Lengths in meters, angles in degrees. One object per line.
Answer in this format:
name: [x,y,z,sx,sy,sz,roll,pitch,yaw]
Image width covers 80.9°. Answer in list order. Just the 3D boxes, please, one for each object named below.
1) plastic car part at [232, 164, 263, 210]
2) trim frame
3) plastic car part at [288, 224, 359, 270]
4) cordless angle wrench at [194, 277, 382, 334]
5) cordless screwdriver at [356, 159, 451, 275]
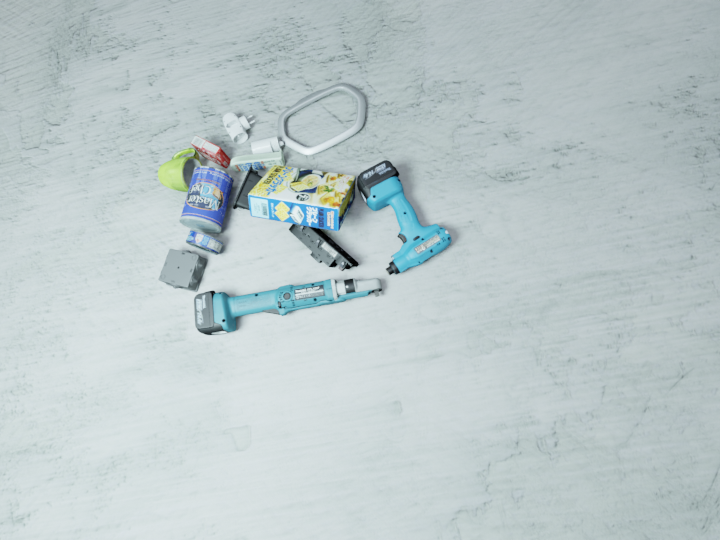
plastic car part: [-0.269,-0.196,1.072,0.071,0.066,0.117,19,80,-1]
trim frame: [-0.102,-0.403,1.119,0.249,0.026,0.190,-28,71,3]
plastic car part: [-0.098,-0.064,0.997,0.210,0.064,0.067,45,110,18]
cordless angle wrench: [-0.163,0.066,0.962,0.426,0.072,0.100,-10,72,5]
cordless screwdriver: [0.073,-0.120,0.974,0.159,0.072,0.256,-33,74,-1]
